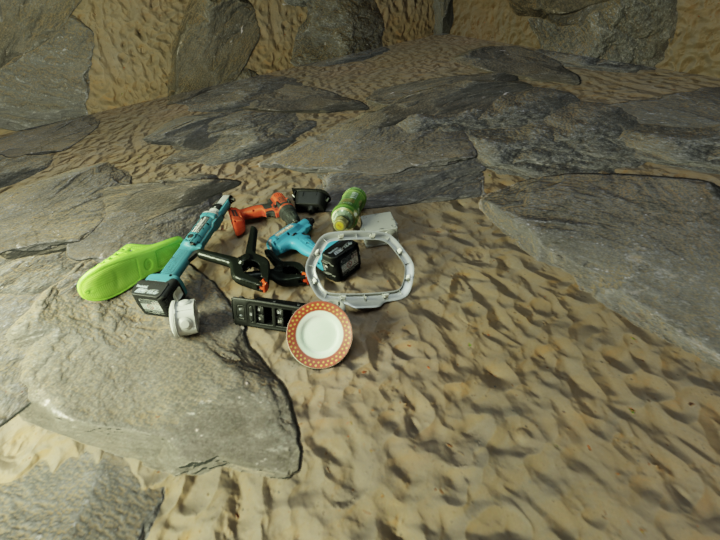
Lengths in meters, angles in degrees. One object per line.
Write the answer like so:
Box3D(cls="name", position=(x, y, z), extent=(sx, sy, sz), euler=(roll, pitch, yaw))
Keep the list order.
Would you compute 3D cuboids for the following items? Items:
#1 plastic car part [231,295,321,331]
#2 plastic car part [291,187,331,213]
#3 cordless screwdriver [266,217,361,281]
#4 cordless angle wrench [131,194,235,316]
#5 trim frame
Box3D(cls="plastic car part", position=(-0.172, 0.092, 0.900), extent=(0.210, 0.065, 0.065), euler=(7, 14, 20))
Box3D(cls="plastic car part", position=(-0.152, -0.203, 1.271), extent=(0.119, 0.063, 0.072), euler=(4, 54, 10))
Box3D(cls="cordless screwdriver", position=(-0.105, -0.069, 1.077), extent=(0.263, 0.071, 0.156), euler=(21, 46, 37))
Box3D(cls="cordless angle wrench", position=(-0.432, -0.068, 1.100), extent=(0.100, 0.071, 0.429), euler=(3, 45, 13))
Box3D(cls="trim frame", position=(0.002, -0.006, 0.936), extent=(0.244, 0.027, 0.188), euler=(-1, 69, -11))
